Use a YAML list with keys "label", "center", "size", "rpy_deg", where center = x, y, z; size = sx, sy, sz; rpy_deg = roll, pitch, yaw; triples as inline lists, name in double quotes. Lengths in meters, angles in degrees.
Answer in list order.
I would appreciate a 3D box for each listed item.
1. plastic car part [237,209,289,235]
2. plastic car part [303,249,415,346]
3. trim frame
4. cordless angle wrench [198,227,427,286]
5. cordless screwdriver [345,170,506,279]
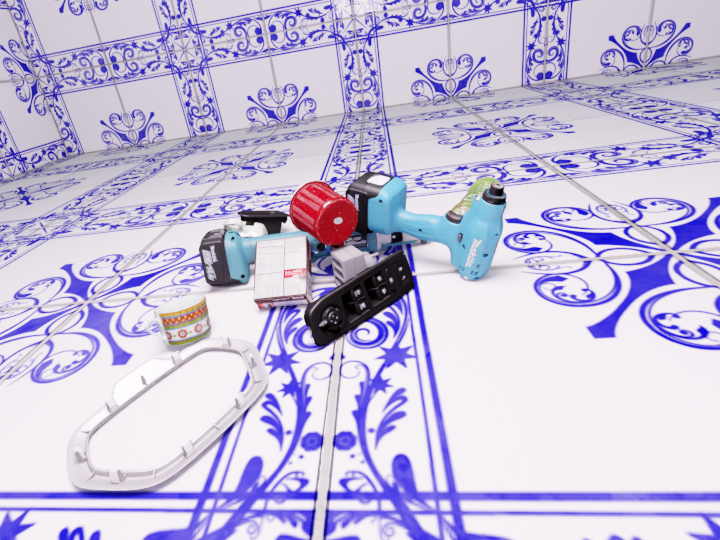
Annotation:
- label: "plastic car part"
  center: [-0.220, -0.096, 0.931]
  size: [0.112, 0.070, 0.070]
  rpy_deg: [-10, 21, -40]
- label: "plastic car part"
  center: [-0.008, 0.036, 0.624]
  size: [0.070, 0.064, 0.198]
  rpy_deg: [5, 30, 46]
- label: "trim frame"
  center: [-0.225, 0.155, 0.511]
  size: [0.194, 0.026, 0.244]
  rpy_deg: [10, 36, 35]
- label: "cordless angle wrench"
  center: [-0.077, -0.050, 0.783]
  size: [0.421, 0.095, 0.076]
  rpy_deg: [-8, 23, -3]
- label: "cordless screwdriver"
  center: [0.098, -0.097, 0.671]
  size: [0.260, 0.154, 0.073]
  rpy_deg: [26, 43, 25]
